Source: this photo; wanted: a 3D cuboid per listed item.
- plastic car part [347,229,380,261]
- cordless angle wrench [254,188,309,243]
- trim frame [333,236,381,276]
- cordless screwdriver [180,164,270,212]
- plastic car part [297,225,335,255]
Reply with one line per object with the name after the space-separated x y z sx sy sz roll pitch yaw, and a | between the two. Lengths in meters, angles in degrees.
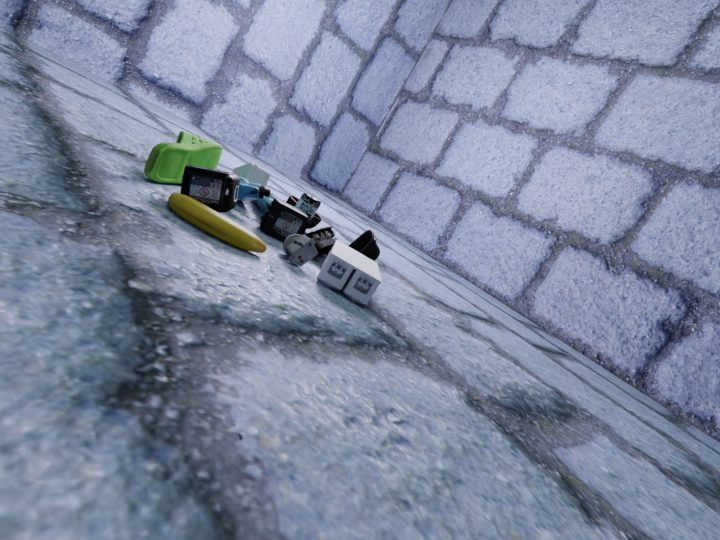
0.004 -0.032 1.000 0.067 0.116 0.069 52 -3 -33 | plastic car part
-0.236 -0.172 1.108 0.094 0.074 0.442 26 8 -28 | cordless angle wrench
-0.040 -0.049 1.174 0.174 0.027 0.263 23 10 -38 | trim frame
-0.269 -0.167 0.867 0.157 0.074 0.254 9 12 -9 | cordless screwdriver
-0.098 -0.064 1.005 0.068 0.067 0.199 57 11 3 | plastic car part
